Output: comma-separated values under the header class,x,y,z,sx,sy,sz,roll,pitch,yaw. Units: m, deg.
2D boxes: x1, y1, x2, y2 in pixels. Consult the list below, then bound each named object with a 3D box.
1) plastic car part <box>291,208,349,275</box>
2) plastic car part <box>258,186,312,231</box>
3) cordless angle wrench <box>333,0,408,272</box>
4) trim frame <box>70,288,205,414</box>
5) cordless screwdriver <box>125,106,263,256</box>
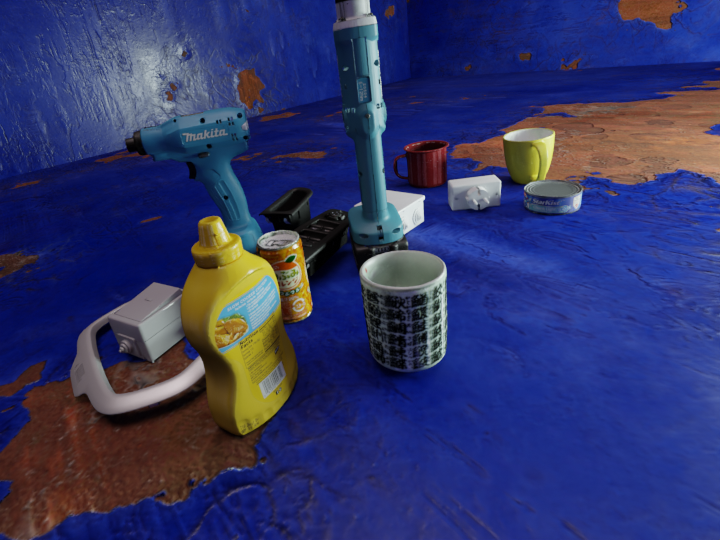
class,x,y,z,sx,sy,sz,roll,pitch,yaw
plastic car part,-0.063,-0.041,0.640,0.069,0.065,0.201,4,31,24
plastic car part,-0.119,-0.098,0.758,0.068,0.069,0.116,3,30,22
cordless angle wrench,0.004,-0.199,0.546,0.074,0.410,0.101,-9,26,-3
trim frame,-0.253,0.084,0.511,0.179,0.027,0.263,-27,33,-29
cordless screwdriver,-0.216,-0.093,0.598,0.158,0.241,0.077,-11,26,-5
